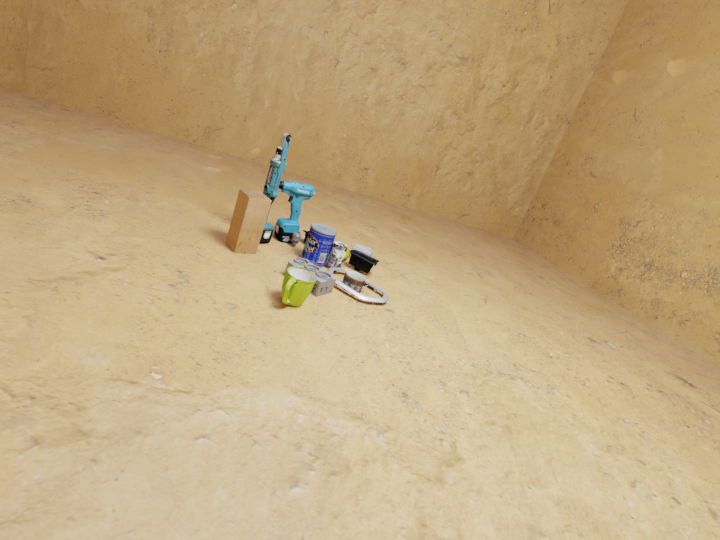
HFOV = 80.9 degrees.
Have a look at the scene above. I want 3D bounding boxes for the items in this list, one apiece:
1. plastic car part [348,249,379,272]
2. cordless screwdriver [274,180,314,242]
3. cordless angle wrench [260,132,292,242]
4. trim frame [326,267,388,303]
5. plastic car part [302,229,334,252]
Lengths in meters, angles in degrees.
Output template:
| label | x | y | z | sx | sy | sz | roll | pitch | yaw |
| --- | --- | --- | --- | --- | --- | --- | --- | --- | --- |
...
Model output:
| label | x | y | z | sx | sy | sz | roll | pitch | yaw |
| --- | --- | --- | --- | --- | --- | --- | --- | --- | --- |
| plastic car part | 0.004 | -0.029 | 1.670 | 0.120 | 0.070 | 0.064 | 24 | 19 | 16 |
| cordless screwdriver | -0.292 | -0.240 | 1.707 | 0.152 | 0.247 | 0.078 | 9 | 21 | -31 |
| cordless angle wrench | -0.336 | -0.309 | 1.592 | 0.103 | 0.419 | 0.071 | 32 | 21 | 32 |
| trim frame | -0.013 | 0.051 | 1.496 | 0.261 | 0.027 | 0.177 | 29 | 21 | 27 |
| plastic car part | -0.170 | -0.111 | 1.743 | 0.063 | 0.066 | 0.215 | 1 | 25 | -44 |
